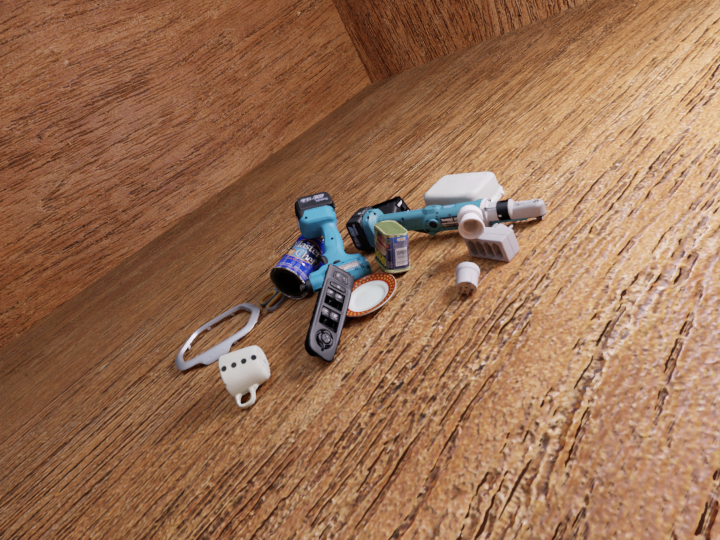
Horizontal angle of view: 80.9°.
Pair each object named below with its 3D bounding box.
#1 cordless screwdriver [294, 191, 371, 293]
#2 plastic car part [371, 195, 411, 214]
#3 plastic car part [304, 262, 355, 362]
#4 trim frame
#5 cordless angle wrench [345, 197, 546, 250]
[{"bbox_3d":[-0.096,-0.063,0.982,0.157,0.072,0.260,-20,57,-11],"label":"cordless screwdriver"},{"bbox_3d":[0.063,-0.135,1.093,0.120,0.062,0.072,-17,43,34],"label":"plastic car part"},{"bbox_3d":[-0.068,0.084,0.824,0.068,0.064,0.207,-35,32,37],"label":"plastic car part"},{"bbox_3d":[-0.356,0.162,1.056,0.248,0.026,0.191,-30,26,0],"label":"trim frame"},{"bbox_3d":[0.165,-0.110,0.913,0.442,0.094,0.074,-3,33,38],"label":"cordless angle wrench"}]
